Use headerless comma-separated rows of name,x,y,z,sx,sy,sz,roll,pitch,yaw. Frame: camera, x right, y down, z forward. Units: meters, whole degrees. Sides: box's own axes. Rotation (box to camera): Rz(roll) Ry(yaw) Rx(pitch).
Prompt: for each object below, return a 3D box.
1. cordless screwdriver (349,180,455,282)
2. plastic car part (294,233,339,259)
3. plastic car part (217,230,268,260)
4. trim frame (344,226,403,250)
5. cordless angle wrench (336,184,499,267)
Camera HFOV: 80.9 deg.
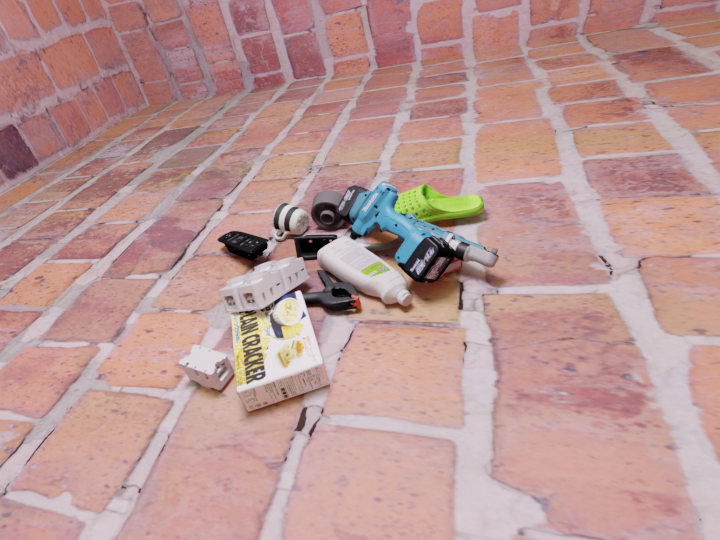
cordless screwdriver,0.077,-0.069,0.937,0.070,0.159,0.262,10,34,-47
plastic car part,-0.108,-0.071,1.108,0.118,0.064,0.072,-5,23,8
plastic car part,-0.321,-0.068,1.164,0.215,0.064,0.065,20,55,43
trim frame,0.071,-0.122,1.131,0.245,0.026,0.195,-39,44,-26
cordless angle wrench,0.120,-0.097,0.991,0.448,0.070,0.098,29,90,40
